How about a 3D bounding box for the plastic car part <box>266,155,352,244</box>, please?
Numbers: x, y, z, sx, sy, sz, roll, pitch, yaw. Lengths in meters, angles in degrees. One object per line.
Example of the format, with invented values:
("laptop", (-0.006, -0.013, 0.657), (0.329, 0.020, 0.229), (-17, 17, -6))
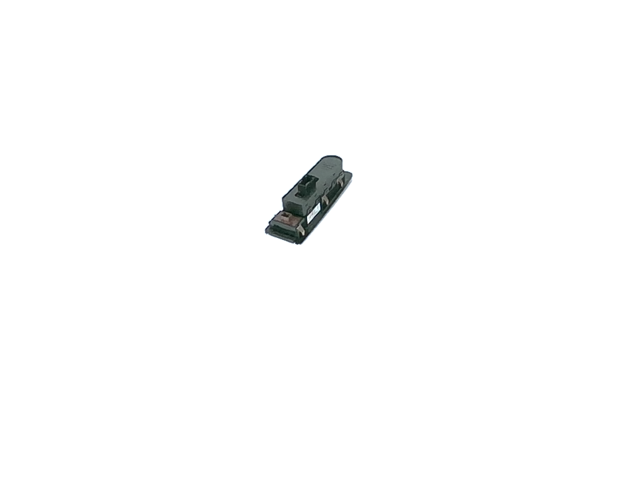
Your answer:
("plastic car part", (-0.013, -0.080, 0.691), (0.067, 0.067, 0.201), (12, 41, 27))
